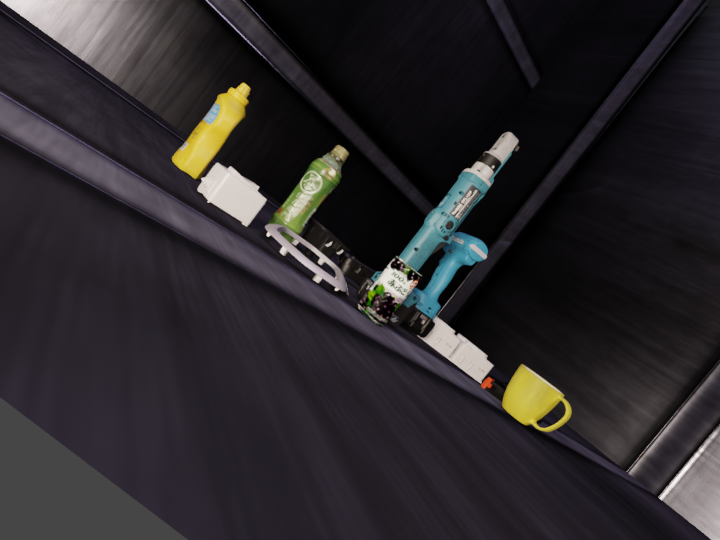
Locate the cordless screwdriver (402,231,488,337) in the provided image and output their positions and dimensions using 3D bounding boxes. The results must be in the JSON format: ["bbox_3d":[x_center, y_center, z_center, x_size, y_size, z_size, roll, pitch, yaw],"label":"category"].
[{"bbox_3d":[0.161,0.018,0.956,0.071,0.249,0.165,36,3,-23],"label":"cordless screwdriver"}]

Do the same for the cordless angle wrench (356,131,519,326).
[{"bbox_3d":[0.156,-0.088,0.803,0.094,0.423,0.077,36,3,-22],"label":"cordless angle wrench"}]

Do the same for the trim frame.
[{"bbox_3d":[-0.089,-0.022,0.737,0.183,0.027,0.251,37,2,-6],"label":"trim frame"}]

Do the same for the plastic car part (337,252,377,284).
[{"bbox_3d":[0.015,0.018,1.004,0.194,0.067,0.069,36,3,-26],"label":"plastic car part"}]

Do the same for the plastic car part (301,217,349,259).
[{"bbox_3d":[-0.089,-0.058,0.912,0.062,0.071,0.123,35,3,-40],"label":"plastic car part"}]
